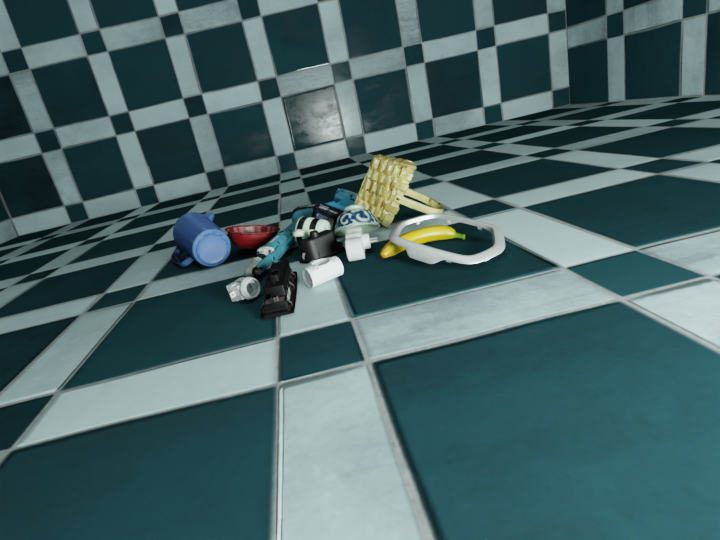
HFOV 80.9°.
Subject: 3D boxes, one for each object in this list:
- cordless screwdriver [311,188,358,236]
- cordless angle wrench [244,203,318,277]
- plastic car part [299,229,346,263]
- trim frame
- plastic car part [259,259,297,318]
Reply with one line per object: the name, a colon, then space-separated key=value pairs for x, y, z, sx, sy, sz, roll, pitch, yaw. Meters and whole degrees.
cordless screwdriver: x=-0.038 y=-0.173 z=1.262 sx=0.164 sy=0.073 sz=0.246 roll=20 pitch=31 yaw=13
cordless angle wrench: x=-0.208 y=-0.083 z=1.162 sx=0.101 sy=0.072 sz=0.422 roll=-5 pitch=25 yaw=20
plastic car part: x=-0.103 y=-0.067 z=1.054 sx=0.113 sy=0.069 sz=0.069 roll=-22 pitch=20 yaw=-31
trim frame: x=0.179 y=-0.070 z=0.895 sx=0.263 sy=0.026 sz=0.180 roll=22 pitch=44 yaw=39
plastic car part: x=-0.169 y=0.028 z=0.870 sx=0.067 sy=0.065 sz=0.207 roll=-19 pitch=18 yaw=3
